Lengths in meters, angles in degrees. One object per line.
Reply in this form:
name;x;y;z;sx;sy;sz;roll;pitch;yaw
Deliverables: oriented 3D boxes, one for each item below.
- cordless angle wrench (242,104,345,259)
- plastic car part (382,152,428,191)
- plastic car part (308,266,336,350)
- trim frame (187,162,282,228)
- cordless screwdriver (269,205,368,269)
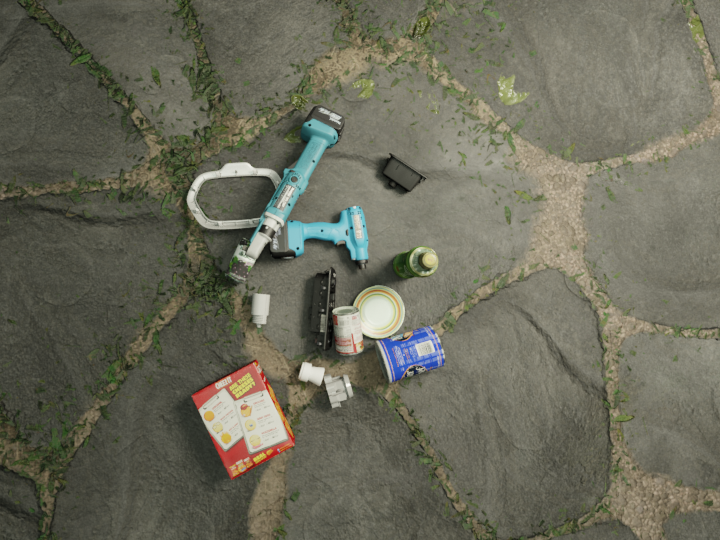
cordless angle wrench;-0.163;-0.210;1.021;0.098;0.074;0.425;25;71;-1
plastic car part;0.106;-0.243;1.093;0.117;0.065;0.071;32;98;3
plastic car part;-0.093;0.091;1.050;0.070;0.063;0.204;6;85;22
trim frame;-0.313;-0.190;1.065;0.249;0.027;0.189;-4;66;1
cordless screwdriver;-0.103;-0.068;1.056;0.246;0.074;0.161;-8;83;-7
